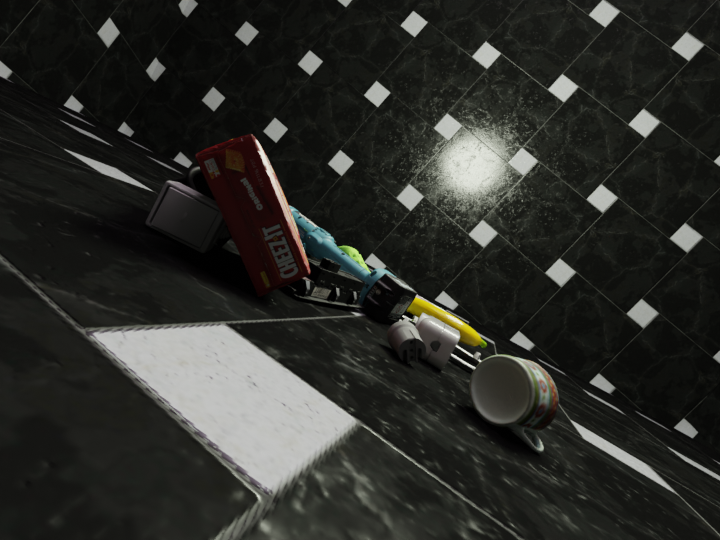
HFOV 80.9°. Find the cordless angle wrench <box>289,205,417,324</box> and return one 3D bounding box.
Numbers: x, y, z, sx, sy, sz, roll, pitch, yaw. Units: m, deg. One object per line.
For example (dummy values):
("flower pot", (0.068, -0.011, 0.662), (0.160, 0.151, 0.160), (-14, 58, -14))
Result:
("cordless angle wrench", (-0.082, -0.053, 0.836), (0.445, 0.074, 0.093), (38, 8, 31))

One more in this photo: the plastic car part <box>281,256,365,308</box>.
("plastic car part", (-0.050, 0.018, 0.637), (0.070, 0.067, 0.192), (22, -3, 31))

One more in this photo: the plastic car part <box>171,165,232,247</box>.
("plastic car part", (-0.232, -0.098, 0.618), (0.074, 0.066, 0.112), (-2, -54, 32))

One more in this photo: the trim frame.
("trim frame", (0.153, 0.132, 0.787), (0.174, 0.027, 0.263), (23, 8, -46))

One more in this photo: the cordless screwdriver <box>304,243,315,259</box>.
("cordless screwdriver", (-0.217, -0.101, 0.985), (0.235, 0.074, 0.168), (30, 3, -37))
